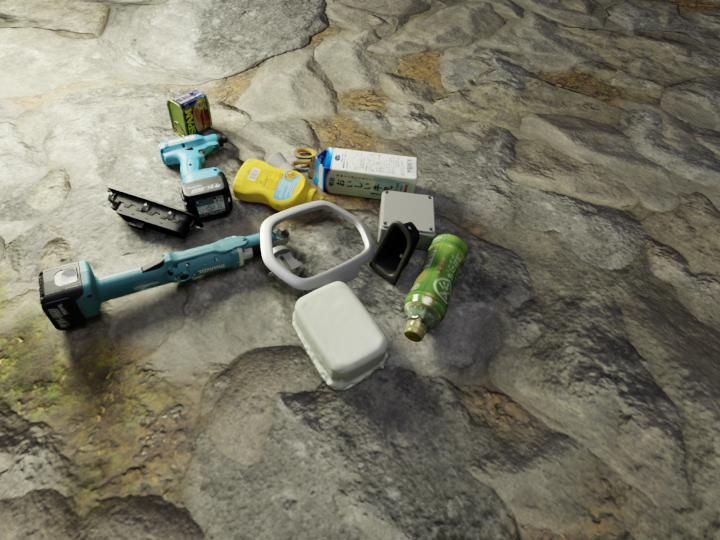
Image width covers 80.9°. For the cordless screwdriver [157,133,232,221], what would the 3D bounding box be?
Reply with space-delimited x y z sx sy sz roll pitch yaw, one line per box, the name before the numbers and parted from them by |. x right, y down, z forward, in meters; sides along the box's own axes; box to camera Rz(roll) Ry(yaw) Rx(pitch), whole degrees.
cordless screwdriver | -0.340 -0.222 0.932 0.156 0.072 0.262 -21 52 -19

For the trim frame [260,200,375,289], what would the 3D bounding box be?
trim frame | -0.078 -0.051 0.802 0.241 0.027 0.190 -26 68 -39

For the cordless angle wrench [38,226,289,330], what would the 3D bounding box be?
cordless angle wrench | -0.325 -0.008 0.759 0.412 0.096 0.078 -18 56 -22

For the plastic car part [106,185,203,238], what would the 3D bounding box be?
plastic car part | -0.417 -0.110 0.845 0.206 0.064 0.068 14 62 7

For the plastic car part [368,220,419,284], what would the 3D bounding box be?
plastic car part | 0.076 -0.043 0.795 0.069 0.115 0.068 40 34 22
